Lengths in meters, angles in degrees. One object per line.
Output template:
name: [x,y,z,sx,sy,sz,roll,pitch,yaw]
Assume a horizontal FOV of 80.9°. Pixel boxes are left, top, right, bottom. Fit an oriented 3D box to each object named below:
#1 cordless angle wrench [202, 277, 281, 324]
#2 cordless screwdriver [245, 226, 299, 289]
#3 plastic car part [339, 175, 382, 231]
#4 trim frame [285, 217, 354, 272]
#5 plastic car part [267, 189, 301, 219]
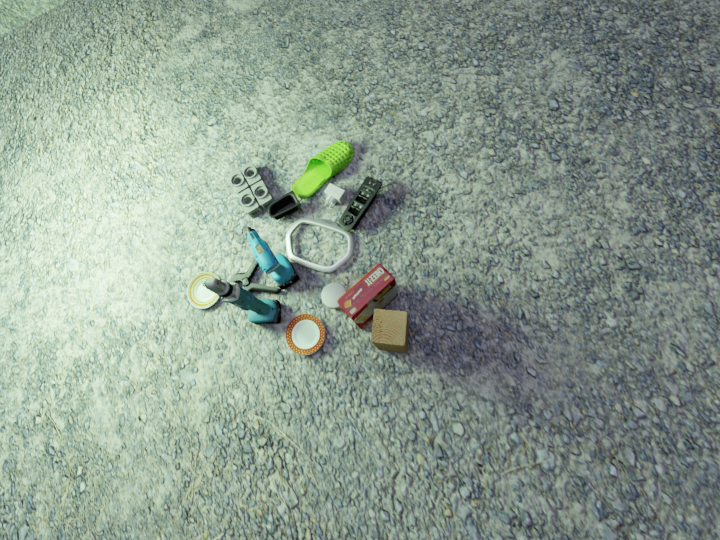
cordless angle wrench: [-0.333,0.086,1.215,0.099,0.408,0.076,-6,73,7]
cordless screwdriver: [-0.283,-0.037,1.337,0.074,0.240,0.165,-34,70,-2]
plastic car part: [-0.002,-0.217,1.429,0.069,0.064,0.203,31,80,18]
trim frame: [-0.141,-0.092,1.438,0.257,0.026,0.185,17,76,18]
plastic car part: [-0.267,-0.218,1.489,0.117,0.068,0.068,-30,69,1]
